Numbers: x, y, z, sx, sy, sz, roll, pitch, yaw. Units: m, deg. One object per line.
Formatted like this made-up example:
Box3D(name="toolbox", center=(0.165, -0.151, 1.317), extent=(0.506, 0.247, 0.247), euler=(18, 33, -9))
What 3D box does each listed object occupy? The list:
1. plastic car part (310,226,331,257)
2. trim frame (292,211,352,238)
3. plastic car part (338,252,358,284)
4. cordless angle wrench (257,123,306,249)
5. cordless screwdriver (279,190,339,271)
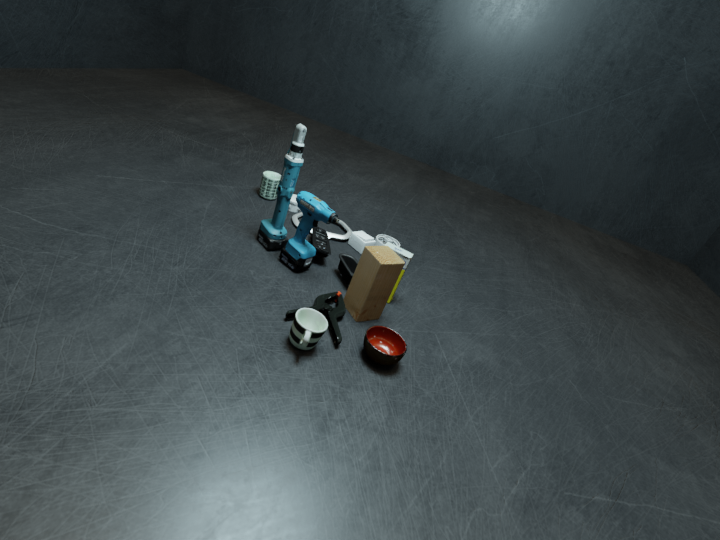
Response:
Box3D(name="plastic car part", center=(-0.146, -0.095, 1.492), extent=(0.065, 0.066, 0.209), euler=(13, 29, -14))
Box3D(name="trim frame", center=(-0.151, -0.178, 1.673), extent=(0.246, 0.027, 0.188), euler=(15, 29, -6))
Box3D(name="plastic car part", center=(-0.037, 0.004, 1.379), extent=(0.063, 0.070, 0.123), euler=(1, 34, -32))
Box3D(name="cordless angle wrench", center=(-0.241, -0.262, 1.359), extent=(0.071, 0.418, 0.103), euler=(-7, 39, -43))
Box3D(name="cordless screwdriver", center=(-0.158, -0.107, 1.317), extent=(0.167, 0.246, 0.072), euler=(36, 31, 27))
